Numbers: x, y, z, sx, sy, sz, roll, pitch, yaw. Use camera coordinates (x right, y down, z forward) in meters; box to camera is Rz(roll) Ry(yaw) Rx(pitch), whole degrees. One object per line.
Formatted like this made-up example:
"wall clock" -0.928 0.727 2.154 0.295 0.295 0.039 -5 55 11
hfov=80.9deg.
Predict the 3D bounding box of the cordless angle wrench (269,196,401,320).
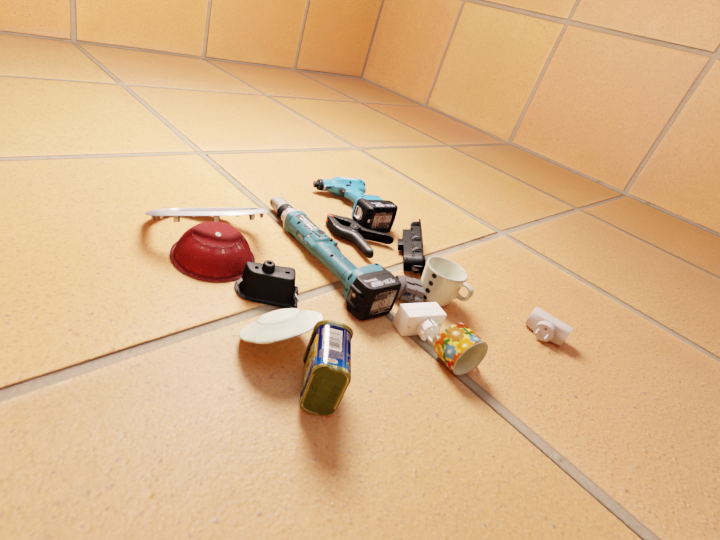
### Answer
"cordless angle wrench" -0.089 -0.058 0.905 0.094 0.073 0.447 -9 37 -37

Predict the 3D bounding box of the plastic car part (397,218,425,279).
"plastic car part" 0.122 -0.054 1.001 0.067 0.065 0.208 5 32 -2

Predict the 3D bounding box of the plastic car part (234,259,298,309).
"plastic car part" -0.160 0.017 0.749 0.114 0.070 0.068 13 30 -13

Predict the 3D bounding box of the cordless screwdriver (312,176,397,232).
"cordless screwdriver" -0.020 -0.190 1.144 0.153 0.073 0.262 -1 32 -27

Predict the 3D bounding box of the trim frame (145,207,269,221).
"trim frame" -0.310 -0.115 0.860 0.248 0.027 0.187 -3 12 -2
